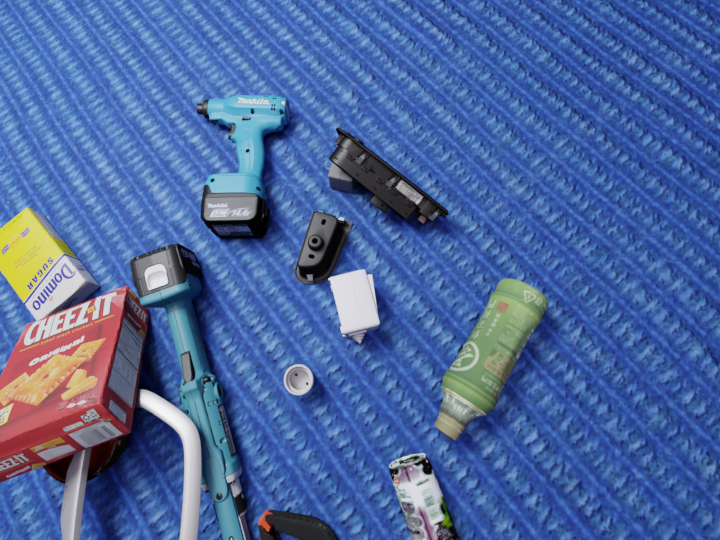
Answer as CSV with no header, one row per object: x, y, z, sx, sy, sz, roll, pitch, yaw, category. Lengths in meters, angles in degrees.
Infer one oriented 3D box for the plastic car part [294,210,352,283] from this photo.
-0.062,-0.040,0.632,0.067,0.069,0.117,17,73,8,plastic car part

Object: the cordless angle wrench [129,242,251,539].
-0.219,0.173,0.581,0.074,0.096,0.431,-20,77,-3,cordless angle wrench

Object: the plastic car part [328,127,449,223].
0.031,-0.131,0.626,0.200,0.067,0.067,41,102,-9,plastic car part

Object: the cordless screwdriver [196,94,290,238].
-0.209,-0.179,0.687,0.161,0.072,0.253,3,70,6,cordless screwdriver

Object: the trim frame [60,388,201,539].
-0.282,0.275,0.514,0.186,0.027,0.253,-4,75,5,trim frame
